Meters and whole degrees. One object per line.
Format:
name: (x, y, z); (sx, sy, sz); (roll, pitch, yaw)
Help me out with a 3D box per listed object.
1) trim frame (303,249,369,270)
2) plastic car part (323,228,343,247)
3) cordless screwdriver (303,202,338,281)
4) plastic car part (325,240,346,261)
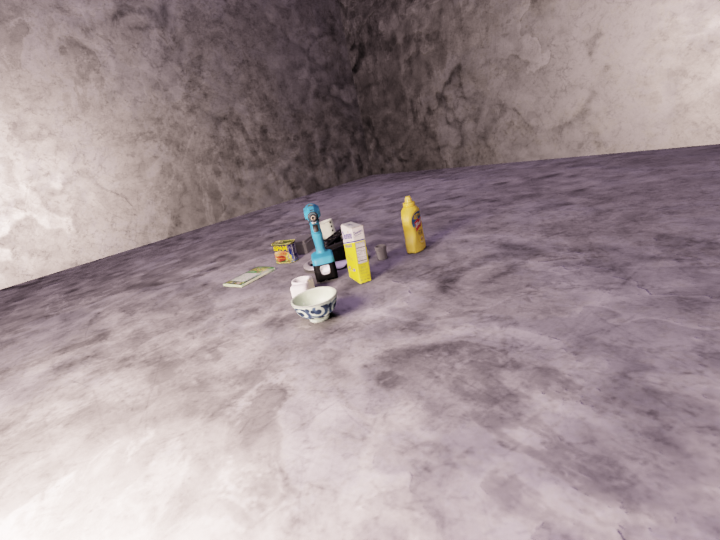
trim frame: (-0.089, -0.041, 1.535); (0.251, 0.027, 0.186); (-11, 18, 6)
plastic car part: (-0.104, -0.117, 1.712); (0.069, 0.065, 0.199); (-3, 20, 31)
cordless screwdriver: (-0.132, -0.086, 1.351); (0.074, 0.244, 0.163); (-13, 15, -4)
plastic car part: (-0.073, -0.064, 1.525); (0.114, 0.069, 0.069); (-19, 17, -21)
